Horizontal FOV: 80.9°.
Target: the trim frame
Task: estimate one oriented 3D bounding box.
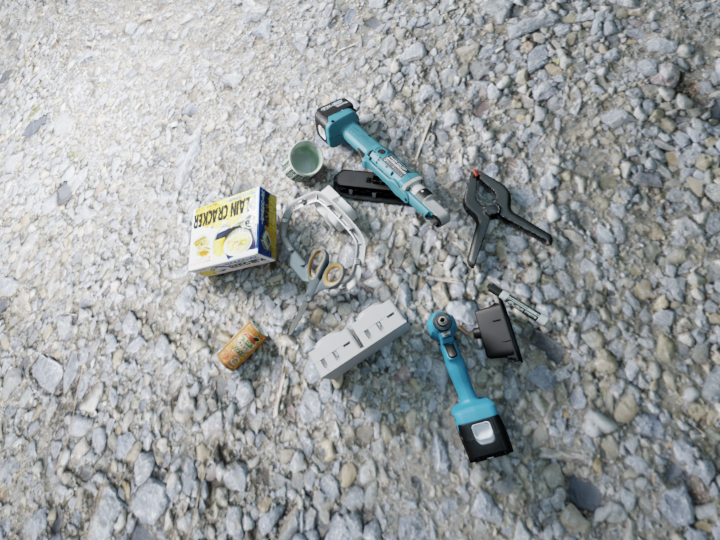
[{"bbox_3d":[-0.090,-0.059,0.924,0.258,0.026,0.185,49,118,20],"label":"trim frame"}]

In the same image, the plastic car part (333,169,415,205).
[{"bbox_3d":[0.028,-0.192,0.954,0.210,0.064,0.067,9,82,20],"label":"plastic car part"}]

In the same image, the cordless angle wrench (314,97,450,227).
[{"bbox_3d":[0.043,-0.232,0.900,0.097,0.071,0.445,-29,55,-15],"label":"cordless angle wrench"}]

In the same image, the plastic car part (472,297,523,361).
[{"bbox_3d":[0.250,0.119,0.792,0.072,0.062,0.120,-22,65,21],"label":"plastic car part"}]

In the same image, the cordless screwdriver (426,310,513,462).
[{"bbox_3d":[0.177,0.191,0.732,0.075,0.153,0.256,-20,71,5],"label":"cordless screwdriver"}]
